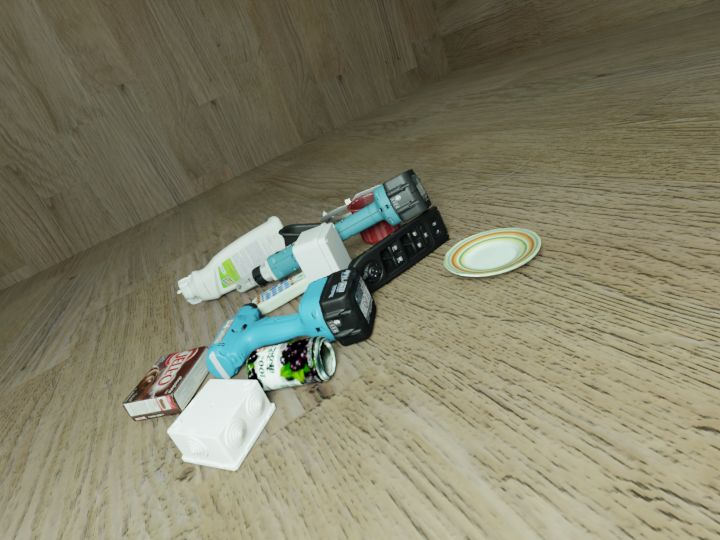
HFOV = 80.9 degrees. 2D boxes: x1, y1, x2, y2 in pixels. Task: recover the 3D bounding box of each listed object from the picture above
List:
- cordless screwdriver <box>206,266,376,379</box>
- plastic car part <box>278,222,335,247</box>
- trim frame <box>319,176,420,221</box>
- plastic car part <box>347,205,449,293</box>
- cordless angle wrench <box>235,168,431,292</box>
[{"bbox_3d":[-0.104,0.068,0.637,0.254,0.072,0.161,-20,24,17],"label":"cordless screwdriver"},{"bbox_3d":[-0.111,-0.060,0.898,0.118,0.069,0.067,-3,24,6],"label":"plastic car part"},{"bbox_3d":[0.020,-0.162,0.967,0.250,0.027,0.183,-20,2,4],"label":"trim frame"},{"bbox_3d":[0.053,-0.034,0.696,0.199,0.064,0.070,-37,28,-27],"label":"plastic car part"},{"bbox_3d":[-0.078,-0.051,0.793,0.432,0.074,0.096,-26,6,24],"label":"cordless angle wrench"}]
